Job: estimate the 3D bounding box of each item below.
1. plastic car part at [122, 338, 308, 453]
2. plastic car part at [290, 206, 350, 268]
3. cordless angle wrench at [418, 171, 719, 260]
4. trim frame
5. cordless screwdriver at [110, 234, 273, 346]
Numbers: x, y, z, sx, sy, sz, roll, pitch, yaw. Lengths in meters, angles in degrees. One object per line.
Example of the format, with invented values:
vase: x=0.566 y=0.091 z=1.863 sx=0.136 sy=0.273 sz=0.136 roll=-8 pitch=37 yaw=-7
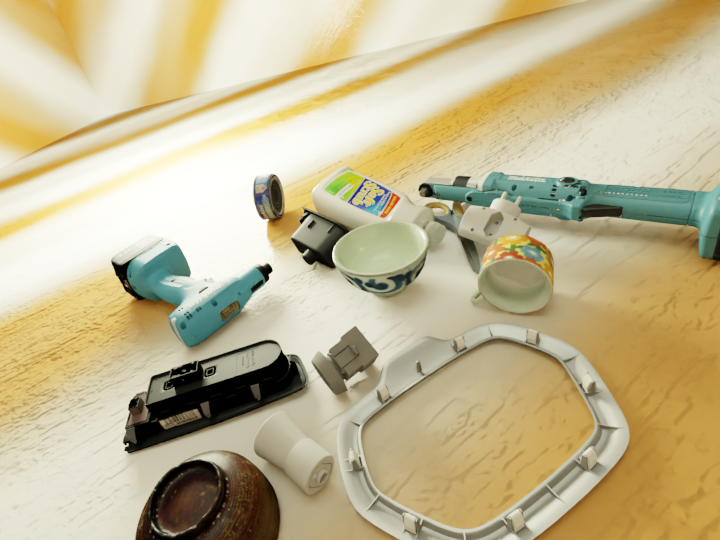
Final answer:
plastic car part: x=-0.158 y=0.121 z=0.452 sx=0.202 sy=0.065 sz=0.069 roll=-15 pitch=26 yaw=-2
plastic car part: x=-0.063 y=-0.042 z=0.649 sx=0.070 sy=0.062 sz=0.123 roll=-45 pitch=44 yaw=-14
cordless angle wrench: x=0.271 y=-0.093 z=0.553 sx=0.446 sy=0.071 sz=0.096 roll=15 pitch=44 yaw=38
trim frame: x=0.096 y=0.124 z=0.365 sx=0.245 sy=0.026 sz=0.194 roll=-30 pitch=35 yaw=-16
cordless screwdriver: x=-0.260 y=0.008 z=0.645 sx=0.263 sy=0.071 sz=0.157 roll=21 pitch=48 yaw=38
